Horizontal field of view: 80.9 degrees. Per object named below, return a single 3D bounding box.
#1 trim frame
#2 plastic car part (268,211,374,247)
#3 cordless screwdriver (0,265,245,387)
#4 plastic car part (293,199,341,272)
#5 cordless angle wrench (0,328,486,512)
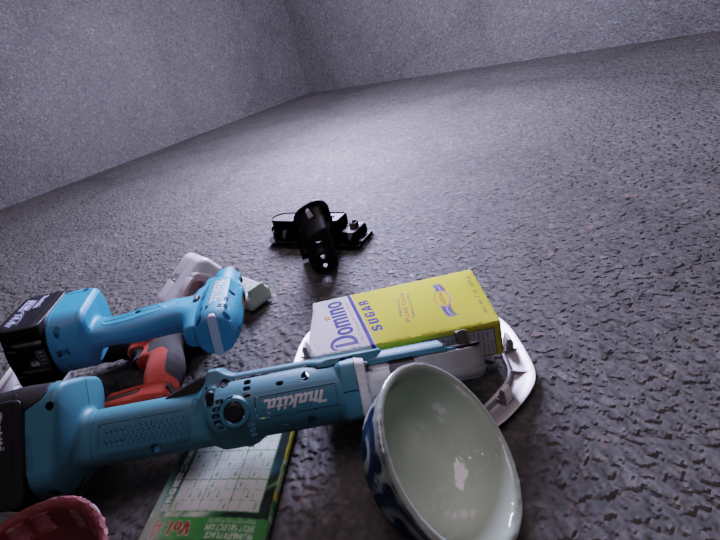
[{"bbox_3d":[0.043,0.086,0.440,0.260,0.026,0.182,6,37,31],"label":"trim frame"},{"bbox_3d":[-0.085,-0.076,0.752,0.212,0.064,0.066,0,35,32],"label":"plastic car part"},{"bbox_3d":[-0.260,0.050,0.500,0.247,0.072,0.164,-9,25,-4],"label":"cordless screwdriver"},{"bbox_3d":[-0.063,-0.041,0.641,0.066,0.112,0.074,-16,51,-4],"label":"plastic car part"},{"bbox_3d":[-0.104,0.116,0.364,0.424,0.099,0.073,-11,-11,2],"label":"cordless angle wrench"}]
